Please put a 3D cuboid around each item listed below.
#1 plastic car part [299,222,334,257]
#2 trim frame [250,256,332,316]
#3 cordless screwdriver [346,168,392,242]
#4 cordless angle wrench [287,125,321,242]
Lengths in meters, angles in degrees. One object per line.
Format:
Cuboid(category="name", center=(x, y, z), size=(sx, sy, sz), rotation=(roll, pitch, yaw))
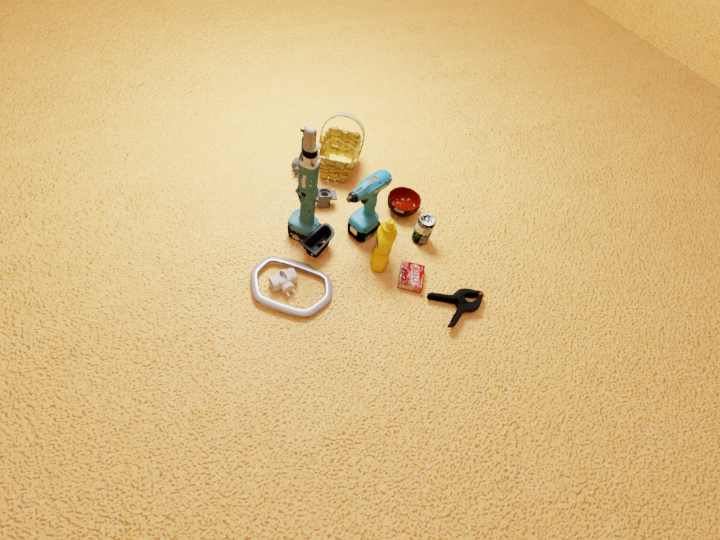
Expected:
Cuboid(category="plastic car part", center=(-0.128, -0.083, 1.306), size=(0.068, 0.069, 0.115), rotation=(35, 58, 16))
Cuboid(category="trim frame", center=(-0.203, 0.042, 1.236), size=(0.252, 0.027, 0.186), rotation=(16, 55, 6))
Cuboid(category="cordless screwdriver", center=(0.007, -0.182, 1.281), size=(0.156, 0.243, 0.077), rotation=(-36, 69, -28))
Cuboid(category="cordless angle wrench", center=(-0.151, -0.231, 1.198), size=(0.100, 0.414, 0.074), rotation=(27, 56, 8))
